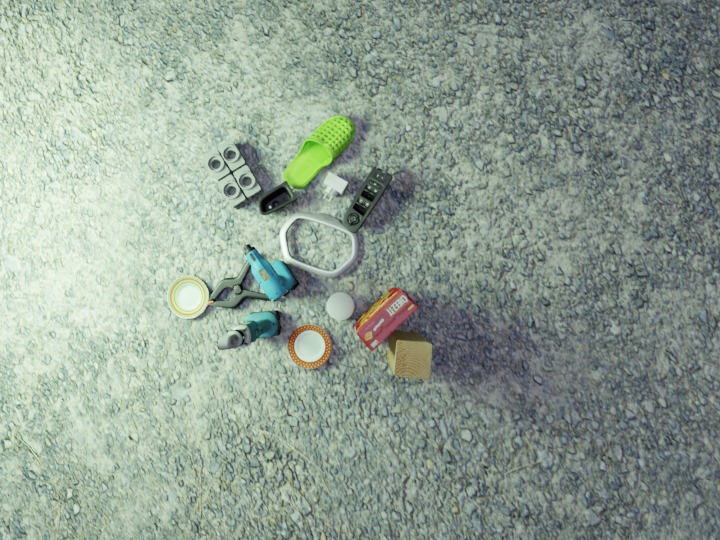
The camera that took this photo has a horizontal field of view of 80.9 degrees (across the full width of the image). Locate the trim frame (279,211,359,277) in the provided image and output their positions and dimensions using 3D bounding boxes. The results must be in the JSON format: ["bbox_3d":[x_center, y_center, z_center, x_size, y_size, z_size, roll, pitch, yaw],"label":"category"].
[{"bbox_3d":[-0.125,-0.082,1.277,0.251,0.027,0.184,18,87,6],"label":"trim frame"}]

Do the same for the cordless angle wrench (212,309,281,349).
[{"bbox_3d":[-0.282,0.154,1.073,0.098,0.420,0.074,-6,89,-1],"label":"cordless angle wrench"}]

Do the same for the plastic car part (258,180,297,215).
[{"bbox_3d":[-0.253,-0.209,1.277,0.116,0.070,0.066,-30,87,1],"label":"plastic car part"}]

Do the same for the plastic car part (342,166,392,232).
[{"bbox_3d":[0.015,-0.205,1.257,0.067,0.066,0.203,32,88,3],"label":"plastic car part"}]

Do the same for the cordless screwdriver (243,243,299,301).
[{"bbox_3d":[-0.249,0.003,1.170,0.074,0.247,0.160,-35,88,-1],"label":"cordless screwdriver"}]
